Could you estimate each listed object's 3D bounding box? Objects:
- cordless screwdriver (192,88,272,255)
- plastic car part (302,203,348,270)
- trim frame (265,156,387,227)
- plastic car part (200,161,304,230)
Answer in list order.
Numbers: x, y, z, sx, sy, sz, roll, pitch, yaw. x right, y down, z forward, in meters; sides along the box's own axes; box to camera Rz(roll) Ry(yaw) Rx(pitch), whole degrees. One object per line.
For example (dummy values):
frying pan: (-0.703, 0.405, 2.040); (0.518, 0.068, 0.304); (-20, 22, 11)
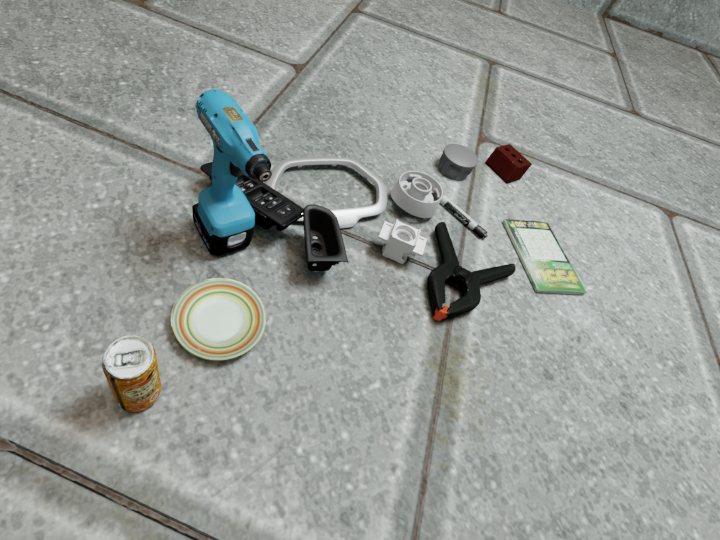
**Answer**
cordless screwdriver: (-0.186, -0.114, 0.614); (0.072, 0.246, 0.166); (-20, 62, -31)
plastic car part: (-0.069, -0.045, 0.704); (0.064, 0.070, 0.121); (0, 52, -18)
trim frame: (-0.065, -0.157, 0.825); (0.241, 0.027, 0.192); (-7, 54, -20)
plastic car part: (-0.194, -0.128, 0.741); (0.209, 0.066, 0.065); (37, 51, 15)
